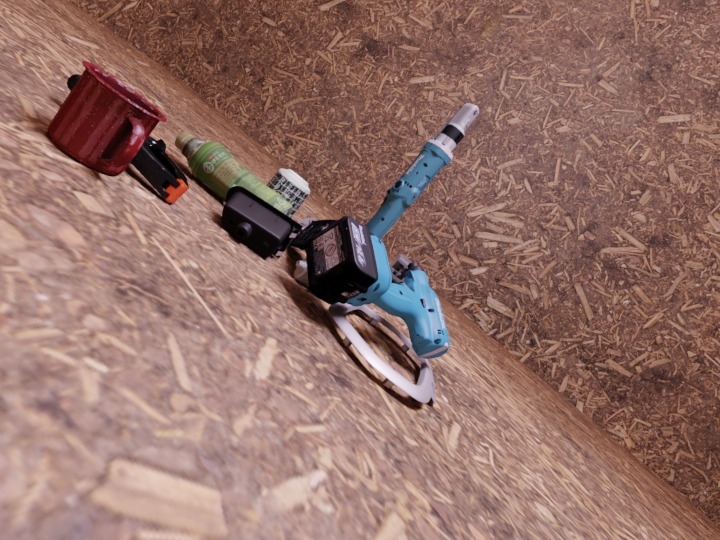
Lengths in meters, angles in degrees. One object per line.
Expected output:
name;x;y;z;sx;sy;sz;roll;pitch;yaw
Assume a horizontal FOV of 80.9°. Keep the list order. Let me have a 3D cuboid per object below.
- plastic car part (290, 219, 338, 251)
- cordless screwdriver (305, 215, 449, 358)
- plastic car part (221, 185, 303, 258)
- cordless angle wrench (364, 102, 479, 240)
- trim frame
plastic car part;-0.066;-0.043;0.677;0.066;0.066;0.207;58;-12;-9
cordless screwdriver;0.033;0.010;0.591;0.235;0.076;0.165;35;35;-37
plastic car part;-0.149;-0.060;0.587;0.114;0.066;0.072;34;23;-11
cordless angle wrench;0.088;-0.158;0.849;0.070;0.423;0.103;33;11;-39
trim frame;0.035;0.106;0.586;0.189;0.027;0.243;39;6;10
